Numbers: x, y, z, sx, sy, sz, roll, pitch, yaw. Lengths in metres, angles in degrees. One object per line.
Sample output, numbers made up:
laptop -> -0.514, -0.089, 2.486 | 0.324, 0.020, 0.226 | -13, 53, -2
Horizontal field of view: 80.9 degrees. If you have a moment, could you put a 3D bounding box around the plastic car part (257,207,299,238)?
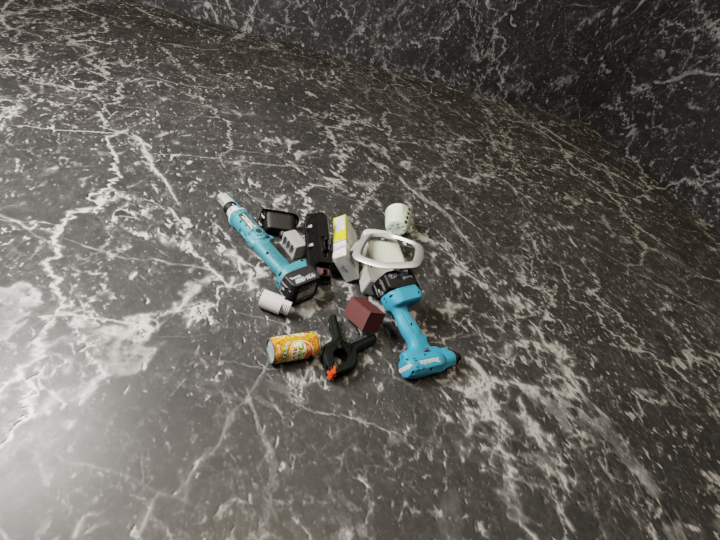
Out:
plastic car part -> -0.225, -0.123, 1.182 | 0.113, 0.066, 0.073 | 8, 56, -19

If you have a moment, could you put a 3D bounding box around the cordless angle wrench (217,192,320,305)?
cordless angle wrench -> -0.267, -0.082, 1.106 | 0.095, 0.073, 0.445 | -20, 51, -38

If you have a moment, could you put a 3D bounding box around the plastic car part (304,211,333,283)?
plastic car part -> -0.108, -0.071, 1.104 | 0.064, 0.067, 0.209 | 4, 60, -26

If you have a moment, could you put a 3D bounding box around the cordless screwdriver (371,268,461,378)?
cordless screwdriver -> 0.132, 0.119, 0.994 | 0.153, 0.074, 0.257 | -5, 62, -27

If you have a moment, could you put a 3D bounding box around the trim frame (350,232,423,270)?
trim frame -> 0.068, -0.051, 1.085 | 0.188, 0.027, 0.249 | 10, 25, 9
